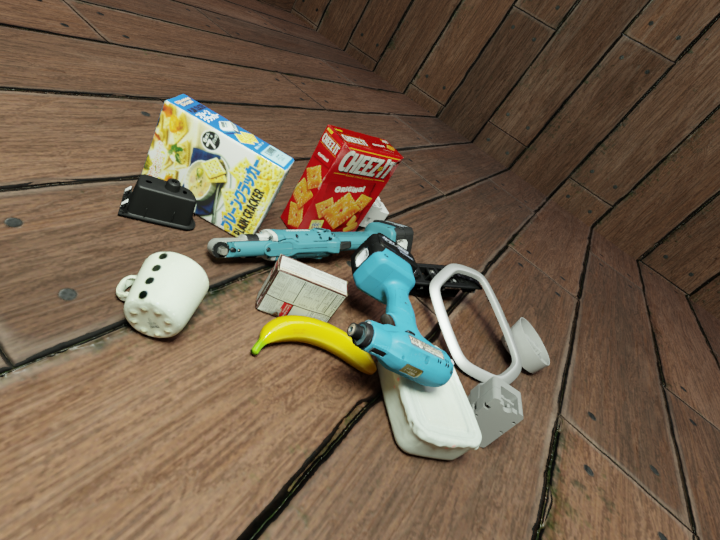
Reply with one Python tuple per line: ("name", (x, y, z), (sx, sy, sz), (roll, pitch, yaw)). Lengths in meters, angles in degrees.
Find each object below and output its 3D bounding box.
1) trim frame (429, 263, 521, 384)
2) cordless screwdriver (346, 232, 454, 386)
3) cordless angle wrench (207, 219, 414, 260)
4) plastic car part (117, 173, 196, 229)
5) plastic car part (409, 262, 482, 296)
("trim frame", (0.221, 0.099, 0.810), (0.177, 0.027, 0.257), (-2, 60, -27))
("cordless screwdriver", (0.033, 0.040, 0.617), (0.152, 0.075, 0.258), (28, 28, -27))
("cordless angle wrench", (-0.075, -0.049, 0.771), (0.404, 0.073, 0.104), (-5, 19, -39))
("plastic car part", (-0.310, -0.114, 0.665), (0.112, 0.071, 0.069), (12, 38, -26))
("plastic car part", (0.150, 0.022, 0.881), (0.194, 0.067, 0.069), (8, 46, -28))
